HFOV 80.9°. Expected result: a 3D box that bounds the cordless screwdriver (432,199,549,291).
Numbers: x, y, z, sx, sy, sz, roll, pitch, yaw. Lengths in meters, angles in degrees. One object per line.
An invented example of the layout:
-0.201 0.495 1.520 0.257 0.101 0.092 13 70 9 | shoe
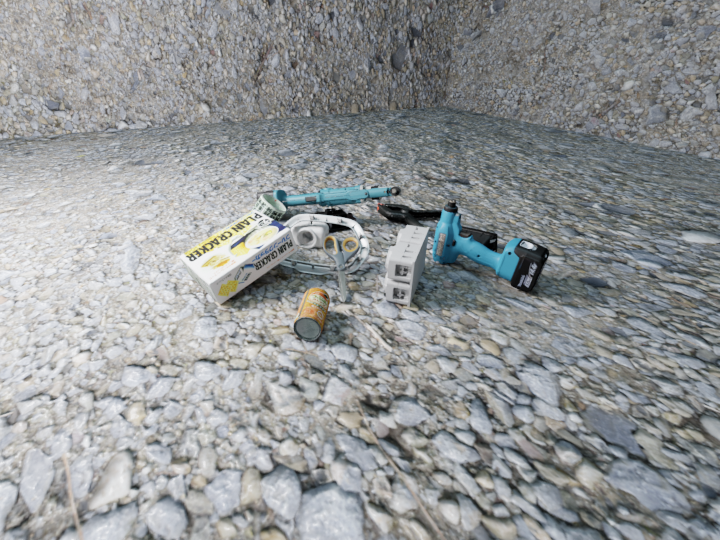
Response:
0.292 -0.061 0.969 0.262 0.155 0.072 22 33 30 | cordless screwdriver

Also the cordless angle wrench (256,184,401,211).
-0.095 -0.211 1.220 0.436 0.074 0.096 -2 9 20 | cordless angle wrench

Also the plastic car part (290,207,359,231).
-0.102 -0.142 1.216 0.198 0.065 0.070 -14 38 -20 | plastic car part

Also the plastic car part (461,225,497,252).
0.283 -0.067 1.090 0.123 0.063 0.070 19 46 36 | plastic car part

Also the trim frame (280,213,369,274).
-0.102 -0.067 1.047 0.253 0.026 0.187 8 58 11 | trim frame
